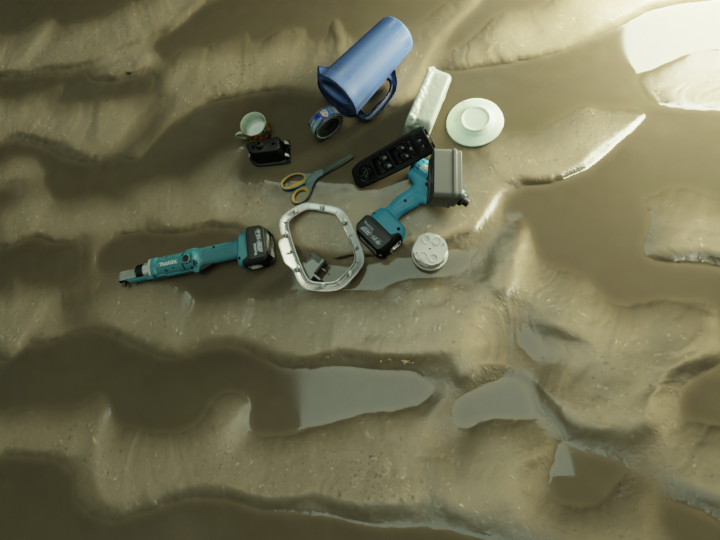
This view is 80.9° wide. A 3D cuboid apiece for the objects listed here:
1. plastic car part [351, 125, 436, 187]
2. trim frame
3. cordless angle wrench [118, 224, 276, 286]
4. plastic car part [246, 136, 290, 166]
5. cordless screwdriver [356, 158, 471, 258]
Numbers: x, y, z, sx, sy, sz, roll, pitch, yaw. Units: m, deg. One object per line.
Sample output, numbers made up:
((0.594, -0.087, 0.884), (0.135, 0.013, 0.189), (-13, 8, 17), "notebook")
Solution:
((0.071, -0.265, 0.994), (0.207, 0.068, 0.064), (-25, 112, 21), "plastic car part")
((-0.096, -0.063, 0.987), (0.182, 0.027, 0.258), (-17, 63, -9), "trim frame")
((-0.424, -0.023, 1.063), (0.430, 0.071, 0.100), (-11, 74, 12), "cordless angle wrench")
((-0.246, -0.314, 1.098), (0.118, 0.069, 0.067), (-6, 74, 7), "plastic car part")
((0.118, -0.130, 0.966), (0.165, 0.072, 0.248), (42, 83, 18), "cordless screwdriver")
